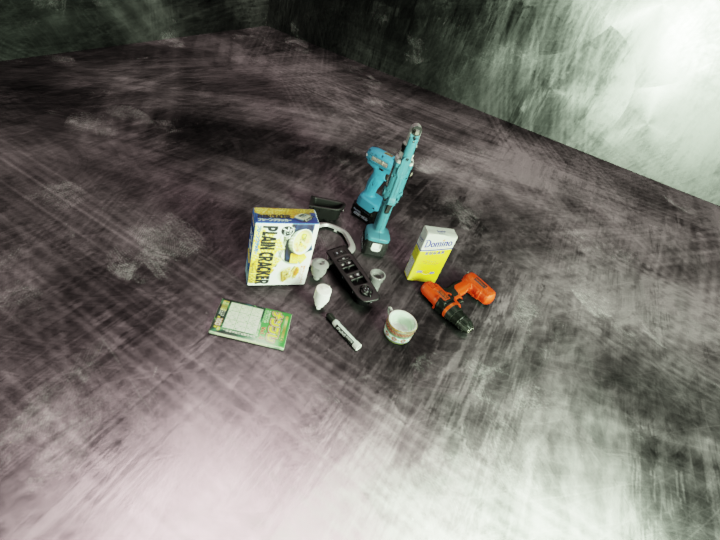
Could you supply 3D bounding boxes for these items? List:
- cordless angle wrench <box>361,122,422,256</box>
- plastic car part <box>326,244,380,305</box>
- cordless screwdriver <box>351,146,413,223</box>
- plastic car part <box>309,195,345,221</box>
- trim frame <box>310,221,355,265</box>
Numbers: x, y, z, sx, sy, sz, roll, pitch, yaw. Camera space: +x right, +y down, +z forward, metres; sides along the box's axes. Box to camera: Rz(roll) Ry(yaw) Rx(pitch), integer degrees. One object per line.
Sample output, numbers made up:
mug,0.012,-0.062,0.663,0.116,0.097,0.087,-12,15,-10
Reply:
cordless angle wrench,0.091,-0.223,1.209,0.073,0.416,0.101,12,40,-9
plastic car part,-0.025,0.022,1.164,0.064,0.066,0.214,-13,47,-31
cordless screwdriver,0.068,-0.265,1.385,0.165,0.245,0.073,35,42,19
plastic car part,-0.113,-0.194,1.384,0.116,0.070,0.067,12,40,-4
trim frame,-0.125,-0.082,1.284,0.193,0.027,0.242,37,45,24
